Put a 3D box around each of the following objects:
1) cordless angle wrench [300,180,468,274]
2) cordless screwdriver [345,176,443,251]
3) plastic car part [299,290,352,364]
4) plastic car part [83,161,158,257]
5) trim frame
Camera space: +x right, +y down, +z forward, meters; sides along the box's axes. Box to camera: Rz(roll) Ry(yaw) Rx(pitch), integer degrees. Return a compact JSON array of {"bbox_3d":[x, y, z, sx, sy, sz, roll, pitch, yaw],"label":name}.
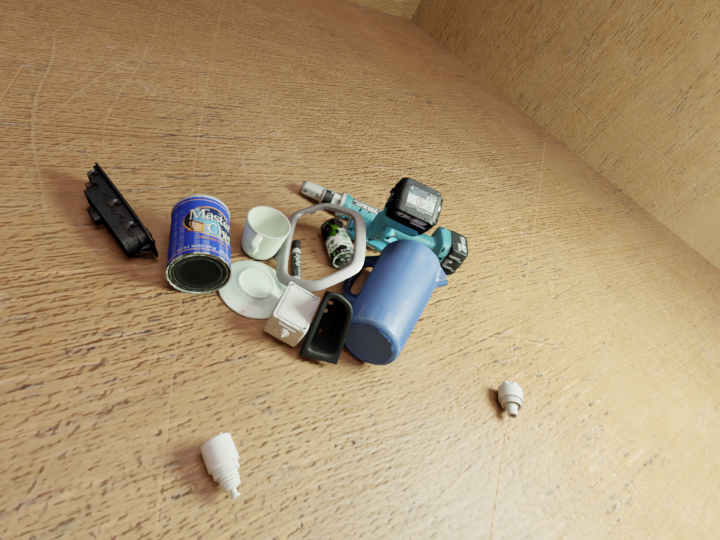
[{"bbox_3d":[0.051,-0.117,1.019,0.420,0.074,0.099,23,39,-3],"label":"cordless angle wrench"},{"bbox_3d":[0.081,-0.092,0.882,0.155,0.253,0.075,27,69,-16],"label":"cordless screwdriver"},{"bbox_3d":[-0.056,0.086,0.714,0.064,0.116,0.073,18,6,-15],"label":"plastic car part"},{"bbox_3d":[-0.417,-0.095,0.721,0.209,0.066,0.065,43,50,16],"label":"plastic car part"},{"bbox_3d":[-0.081,-0.053,0.833,0.187,0.026,0.256,-4,47,7],"label":"trim frame"}]
